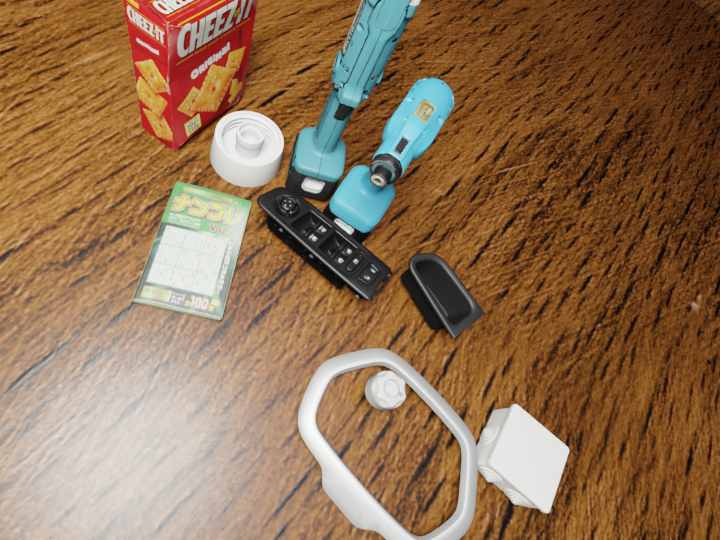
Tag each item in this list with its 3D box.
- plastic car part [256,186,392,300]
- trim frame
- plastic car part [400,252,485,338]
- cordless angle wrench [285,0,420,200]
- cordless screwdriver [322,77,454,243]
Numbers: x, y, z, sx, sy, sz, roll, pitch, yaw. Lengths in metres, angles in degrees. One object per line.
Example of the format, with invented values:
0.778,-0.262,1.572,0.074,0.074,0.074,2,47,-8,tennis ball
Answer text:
-0.057,-0.037,0.578,0.205,0.067,0.065,42,59,5,plastic car part
0.037,0.209,0.510,0.252,0.027,0.181,45,60,7,trim frame
0.101,0.035,0.591,0.064,0.071,0.119,-28,77,-29,plastic car part
-0.003,-0.228,0.483,0.072,0.425,0.100,15,63,-16,cordless angle wrench
0.015,-0.108,0.531,0.074,0.250,0.159,34,59,-5,cordless screwdriver
